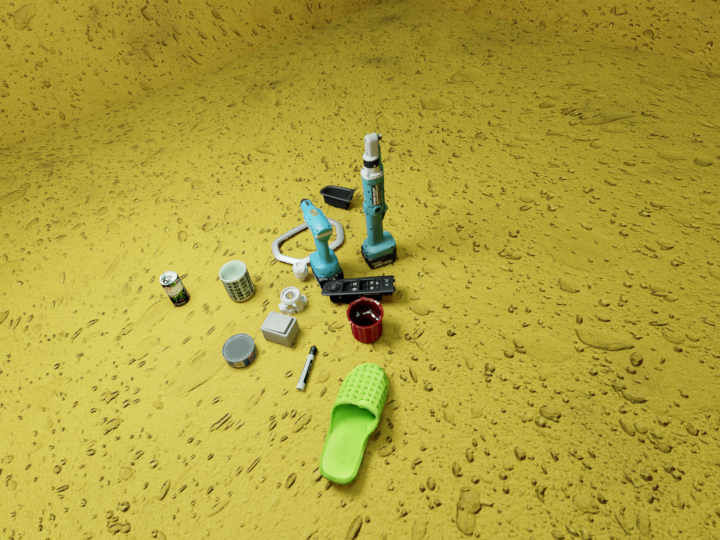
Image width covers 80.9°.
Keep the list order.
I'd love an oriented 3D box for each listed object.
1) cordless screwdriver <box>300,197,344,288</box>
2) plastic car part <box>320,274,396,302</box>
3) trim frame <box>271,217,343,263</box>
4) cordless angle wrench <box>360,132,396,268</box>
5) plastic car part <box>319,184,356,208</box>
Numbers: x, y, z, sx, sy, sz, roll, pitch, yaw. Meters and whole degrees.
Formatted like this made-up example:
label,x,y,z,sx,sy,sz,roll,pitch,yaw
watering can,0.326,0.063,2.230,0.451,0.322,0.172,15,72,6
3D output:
label,x,y,z,sx,sy,sz,roll,pitch,yaw
cordless screwdriver,-0.116,-0.076,1.185,0.073,0.239,0.168,-21,47,-13
plastic car part,-0.006,0.055,1.161,0.206,0.064,0.068,-2,46,9
trim frame,-0.168,-0.098,1.364,0.245,0.026,0.195,-33,50,-19
cordless angle wrench,0.039,-0.177,1.134,0.097,0.406,0.078,-17,47,-9
plastic car part,-0.079,-0.247,1.458,0.121,0.068,0.066,15,50,22
